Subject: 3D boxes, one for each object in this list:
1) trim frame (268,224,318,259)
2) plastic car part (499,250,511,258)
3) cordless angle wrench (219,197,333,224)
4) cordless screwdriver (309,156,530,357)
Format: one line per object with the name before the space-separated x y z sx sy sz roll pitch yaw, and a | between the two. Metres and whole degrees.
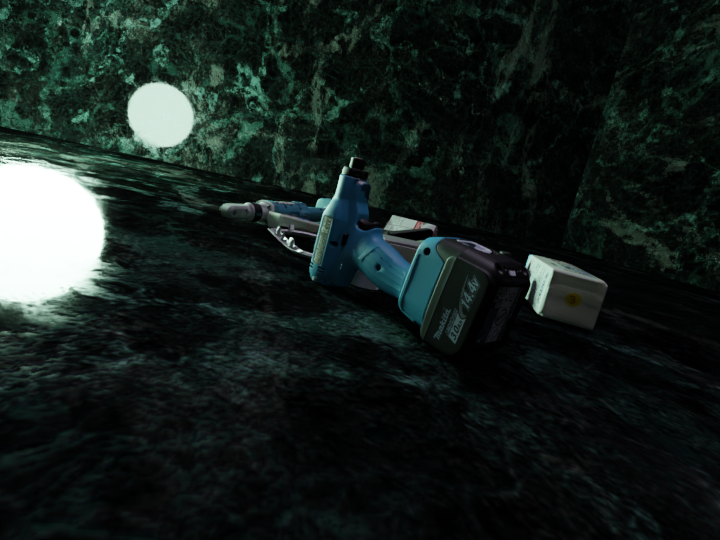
trim frame | -0.074 -0.048 0.756 0.178 0.027 0.260 7 15 -23
plastic car part | 0.255 -0.002 0.781 0.065 0.070 0.119 10 8 -13
cordless angle wrench | -0.151 -0.133 0.981 0.103 0.074 0.406 19 15 30
cordless screwdriver | 0.044 -0.026 0.447 0.071 0.158 0.263 5 15 -43
